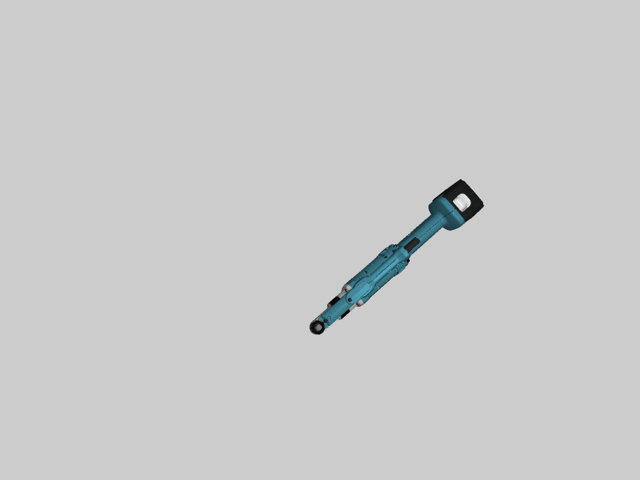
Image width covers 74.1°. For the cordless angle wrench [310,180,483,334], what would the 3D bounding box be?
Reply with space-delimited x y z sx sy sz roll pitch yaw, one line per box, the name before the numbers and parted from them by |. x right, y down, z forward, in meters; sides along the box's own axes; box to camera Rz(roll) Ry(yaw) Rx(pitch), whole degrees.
cordless angle wrench | 0.142 0.040 0.834 0.422 0.074 0.098 -39 -3 -13
